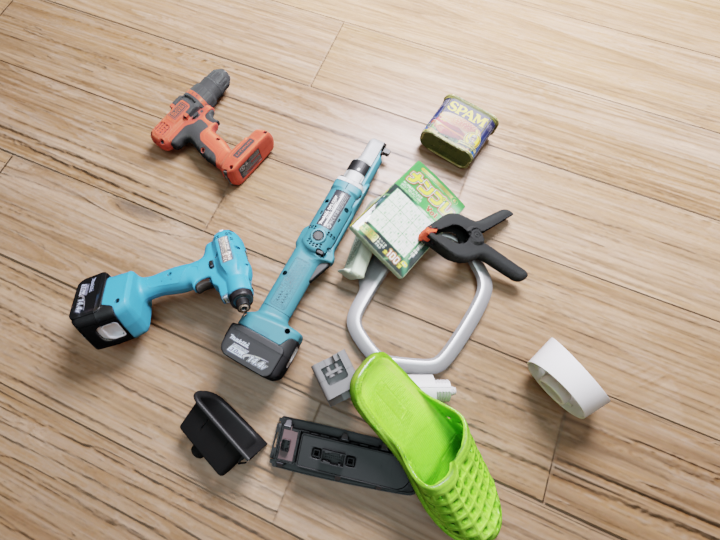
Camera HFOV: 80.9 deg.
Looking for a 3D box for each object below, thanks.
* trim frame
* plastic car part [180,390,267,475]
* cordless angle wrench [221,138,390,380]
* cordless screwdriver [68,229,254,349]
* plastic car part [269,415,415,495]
[{"bbox_3d":[0.089,0.039,0.643,0.188,0.027,0.248,32,77,11],"label":"trim frame"},{"bbox_3d":[-0.198,0.228,0.578,0.120,0.064,0.071,36,90,15],"label":"plastic car part"},{"bbox_3d":[-0.064,-0.042,0.656,0.100,0.073,0.424,25,72,8],"label":"cordless angle wrench"},{"bbox_3d":[-0.274,0.038,0.604,0.247,0.071,0.167,-23,43,-7],"label":"cordless screwdriver"},{"bbox_3d":[-0.018,0.247,0.562,0.204,0.066,0.067,12,65,3],"label":"plastic car part"}]
